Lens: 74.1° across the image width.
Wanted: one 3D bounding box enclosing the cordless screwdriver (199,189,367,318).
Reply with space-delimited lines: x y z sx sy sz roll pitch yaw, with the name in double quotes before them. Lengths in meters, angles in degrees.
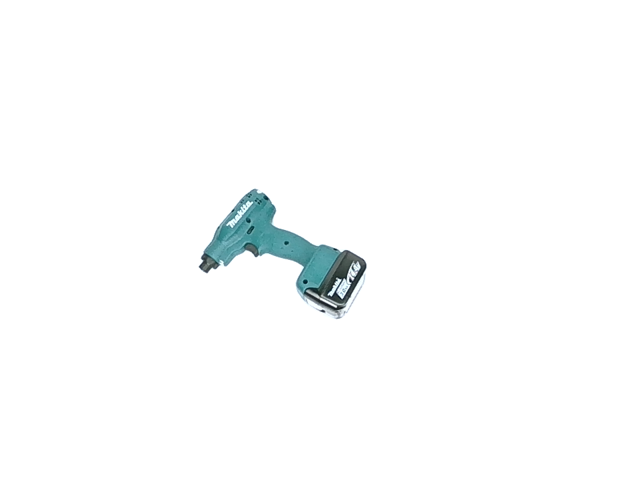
"cordless screwdriver" -0.060 0.037 0.668 0.249 0.158 0.074 32 -17 16
